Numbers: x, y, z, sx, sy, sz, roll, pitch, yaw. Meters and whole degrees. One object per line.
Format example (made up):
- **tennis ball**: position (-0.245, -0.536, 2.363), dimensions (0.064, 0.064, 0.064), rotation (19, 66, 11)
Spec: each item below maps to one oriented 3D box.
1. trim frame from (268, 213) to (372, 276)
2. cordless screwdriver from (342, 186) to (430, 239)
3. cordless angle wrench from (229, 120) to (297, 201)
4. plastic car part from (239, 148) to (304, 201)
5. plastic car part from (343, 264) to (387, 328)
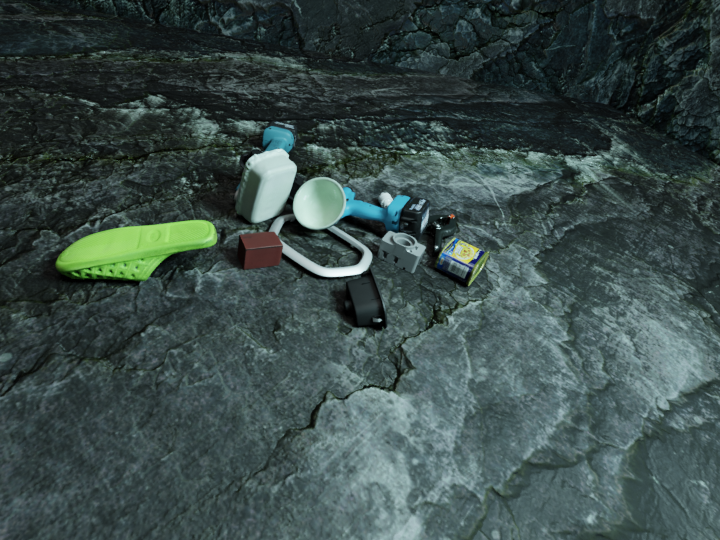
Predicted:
- **trim frame**: position (-0.091, -0.060, 0.931), dimensions (0.260, 0.027, 0.180), rotation (30, 41, 25)
- **cordless screwdriver**: position (0.040, -0.154, 1.029), dimensions (0.258, 0.072, 0.158), rotation (11, 35, 19)
- **cordless angle wrench**: position (-0.263, -0.298, 1.163), dimensions (0.098, 0.073, 0.431), rotation (12, 39, -2)
- **plastic car part**: position (-0.206, -0.236, 1.047), dimensions (0.198, 0.067, 0.067), rotation (28, 45, -12)
- **plastic car part**: position (0.003, 0.056, 0.784), dimensions (0.070, 0.063, 0.121), rotation (-9, 43, -5)
